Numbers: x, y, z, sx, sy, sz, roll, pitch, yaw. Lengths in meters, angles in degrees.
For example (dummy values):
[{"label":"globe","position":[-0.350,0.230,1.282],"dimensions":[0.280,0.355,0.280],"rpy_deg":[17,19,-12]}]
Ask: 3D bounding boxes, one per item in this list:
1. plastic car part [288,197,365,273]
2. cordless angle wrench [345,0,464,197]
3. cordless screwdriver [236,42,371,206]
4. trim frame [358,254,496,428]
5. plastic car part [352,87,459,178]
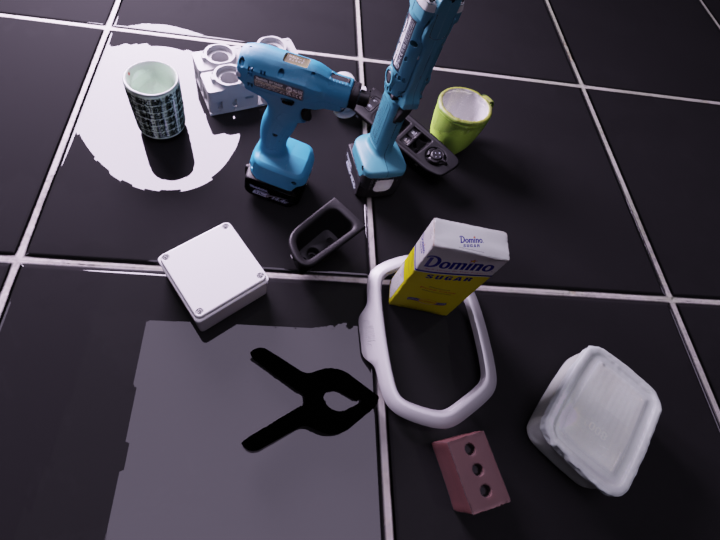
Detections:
[{"label":"plastic car part","position":[-0.060,-0.039,0.615],"dimensions":[0.068,0.070,0.115],"rpy_deg":[43,64,11]},{"label":"cordless angle wrench","position":[0.061,-0.249,0.547],"dimensions":[0.073,0.419,0.101],"rpy_deg":[-6,67,-17]},{"label":"cordless screwdriver","position":[-0.087,-0.184,0.588],"dimensions":[0.159,0.246,0.075],"rpy_deg":[19,62,-3]},{"label":"trim frame","position":[0.091,0.088,0.594],"dimensions":[0.181,0.027,0.256],"rpy_deg":[-1,62,-10]},{"label":"plastic car part","position":[0.074,-0.226,0.737],"dimensions":[0.208,0.066,0.065],"rpy_deg":[41,63,13]}]
